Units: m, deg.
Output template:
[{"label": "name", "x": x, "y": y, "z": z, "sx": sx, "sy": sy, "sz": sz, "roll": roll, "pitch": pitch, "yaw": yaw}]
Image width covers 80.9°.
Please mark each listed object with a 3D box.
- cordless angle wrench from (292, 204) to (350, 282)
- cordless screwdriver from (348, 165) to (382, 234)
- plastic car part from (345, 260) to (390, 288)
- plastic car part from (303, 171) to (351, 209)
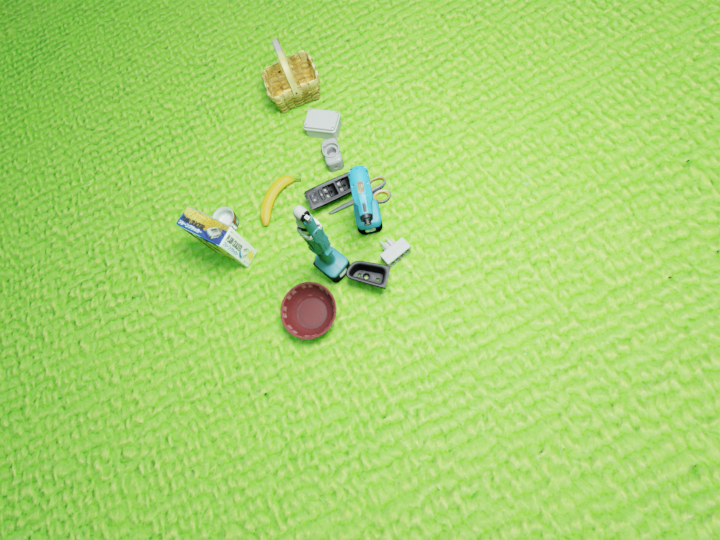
[{"label": "cordless angle wrench", "x": -0.104, "y": -0.068, "z": 1.063, "sx": 0.101, "sy": 0.409, "sz": 0.074, "roll": 39, "pitch": 82, "yaw": 16}, {"label": "cordless screwdriver", "x": 0.016, "y": -0.161, "z": 1.160, "sx": 0.075, "sy": 0.240, "sz": 0.163, "roll": -11, "pitch": 72, "yaw": 4}, {"label": "plastic car part", "x": 0.022, "y": 0.014, "z": 1.191, "sx": 0.120, "sy": 0.068, "sz": 0.066, "roll": 12, "pitch": 75, "yaw": 14}, {"label": "plastic car part", "x": -0.068, "y": -0.247, "z": 1.301, "sx": 0.203, "sy": 0.065, "sz": 0.068, "roll": -27, "pitch": 70, "yaw": 2}]
